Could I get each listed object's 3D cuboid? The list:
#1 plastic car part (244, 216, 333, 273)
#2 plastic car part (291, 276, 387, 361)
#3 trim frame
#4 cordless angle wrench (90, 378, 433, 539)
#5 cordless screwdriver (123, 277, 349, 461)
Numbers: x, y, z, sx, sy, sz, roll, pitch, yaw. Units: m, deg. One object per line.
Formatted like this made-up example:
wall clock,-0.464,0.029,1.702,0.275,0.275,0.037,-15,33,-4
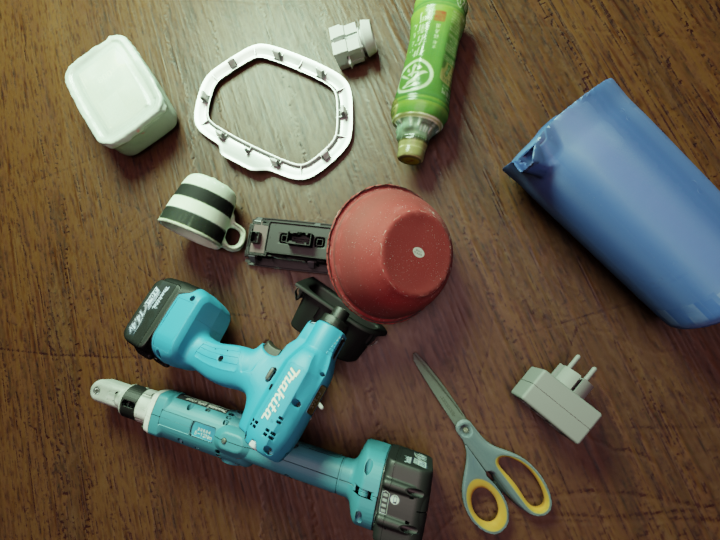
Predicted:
plastic car part,-0.052,-0.034,0.528,0.207,0.065,0.067,8,74,9
plastic car part,-0.036,0.068,0.508,0.119,0.064,0.071,36,102,11
trim frame,-0.126,-0.227,0.598,0.255,0.027,0.184,30,87,13
cordless angle wrench,-0.138,0.191,0.485,0.435,0.094,0.075,11,79,16
cordless screwdriver,-0.140,0.075,0.479,0.261,0.070,0.159,21,69,30
